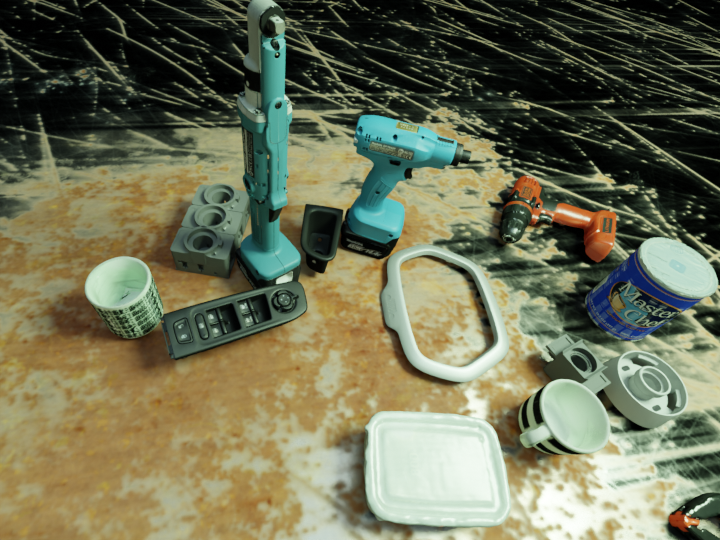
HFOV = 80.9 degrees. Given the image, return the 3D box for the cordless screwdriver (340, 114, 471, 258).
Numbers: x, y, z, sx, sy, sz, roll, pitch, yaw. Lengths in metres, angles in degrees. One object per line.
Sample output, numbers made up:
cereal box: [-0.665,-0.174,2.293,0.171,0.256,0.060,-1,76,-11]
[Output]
cordless screwdriver: [0.055,-0.118,0.657,0.161,0.243,0.075,17,53,3]

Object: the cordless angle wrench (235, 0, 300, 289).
cordless angle wrench: [-0.118,-0.115,0.530,0.073,0.414,0.102,-27,63,-27]

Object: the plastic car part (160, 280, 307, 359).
plastic car part: [-0.170,0.072,0.601,0.198,0.065,0.069,-19,58,-19]

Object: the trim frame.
trim frame: [0.127,0.056,0.668,0.182,0.027,0.257,-2,53,-7]

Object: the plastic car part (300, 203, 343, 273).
plastic car part: [-0.068,-0.045,0.698,0.066,0.069,0.119,8,53,-3]
